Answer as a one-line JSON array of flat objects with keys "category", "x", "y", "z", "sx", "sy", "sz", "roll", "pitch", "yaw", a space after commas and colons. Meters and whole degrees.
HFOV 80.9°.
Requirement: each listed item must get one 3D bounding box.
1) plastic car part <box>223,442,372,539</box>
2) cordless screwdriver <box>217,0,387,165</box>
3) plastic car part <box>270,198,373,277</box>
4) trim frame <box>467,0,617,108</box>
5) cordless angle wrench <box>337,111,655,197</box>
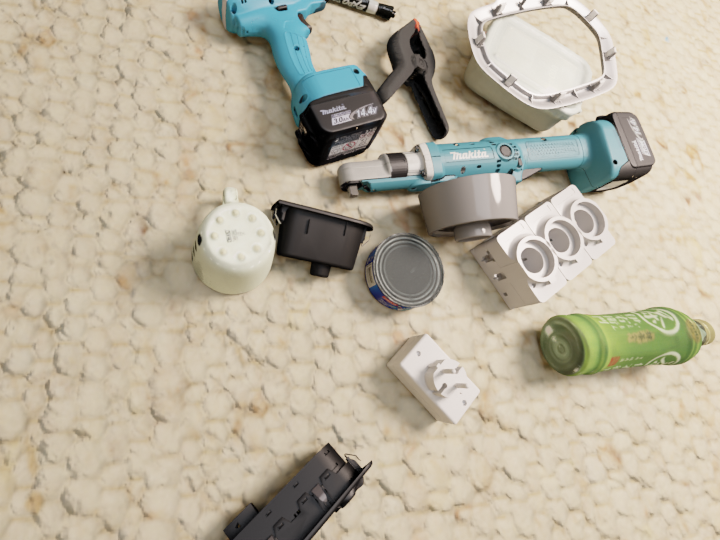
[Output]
[{"category": "plastic car part", "x": -0.073, "y": 0.232, "z": 0.373, "sx": 0.200, "sy": 0.064, "sz": 0.070, "roll": -37, "pitch": 62, "yaw": -20}, {"category": "cordless screwdriver", "x": -0.052, "y": -0.261, "z": 0.521, "sx": 0.156, "sy": 0.074, "sz": 0.254, "roll": -26, "pitch": 78, "yaw": -21}, {"category": "plastic car part", "x": -0.045, "y": -0.030, "z": 0.462, "sx": 0.114, "sy": 0.067, "sz": 0.071, "roll": 16, "pitch": 86, "yaw": -14}, {"category": "trim frame", "x": 0.253, "y": -0.307, "z": 0.570, "sx": 0.243, "sy": 0.027, "sz": 0.187, "roll": -21, "pitch": 78, "yaw": -18}, {"category": "cordless angle wrench", "x": 0.173, "y": -0.139, "z": 0.544, "sx": 0.414, "sy": 0.074, "sz": 0.100, "roll": -8, "pitch": 77, "yaw": -14}]
